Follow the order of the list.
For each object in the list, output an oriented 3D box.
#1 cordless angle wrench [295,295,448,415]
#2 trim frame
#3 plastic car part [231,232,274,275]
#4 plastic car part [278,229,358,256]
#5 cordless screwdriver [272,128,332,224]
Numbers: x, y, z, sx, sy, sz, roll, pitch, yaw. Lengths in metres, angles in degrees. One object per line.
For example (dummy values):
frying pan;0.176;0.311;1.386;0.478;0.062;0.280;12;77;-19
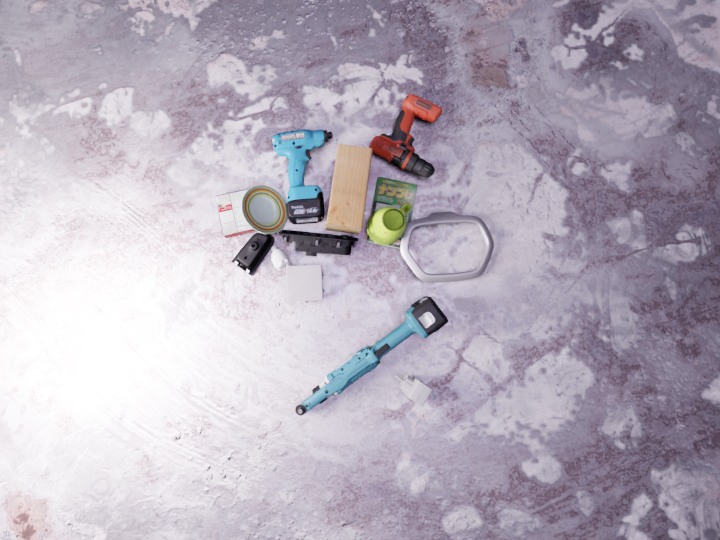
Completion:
cordless angle wrench;0.016;0.216;1.026;0.422;0.097;0.075;-36;88;-1
trim frame;0.224;-0.063;1.089;0.247;0.027;0.185;-6;83;-4
plastic car part;-0.270;-0.052;1.063;0.066;0.071;0.116;35;86;-1
plastic car part;-0.105;-0.069;1.073;0.203;0.066;0.067;1;93;-1
cordless screwdriver;-0.134;-0.249;1.094;0.158;0.073;0.252;-10;79;-3
